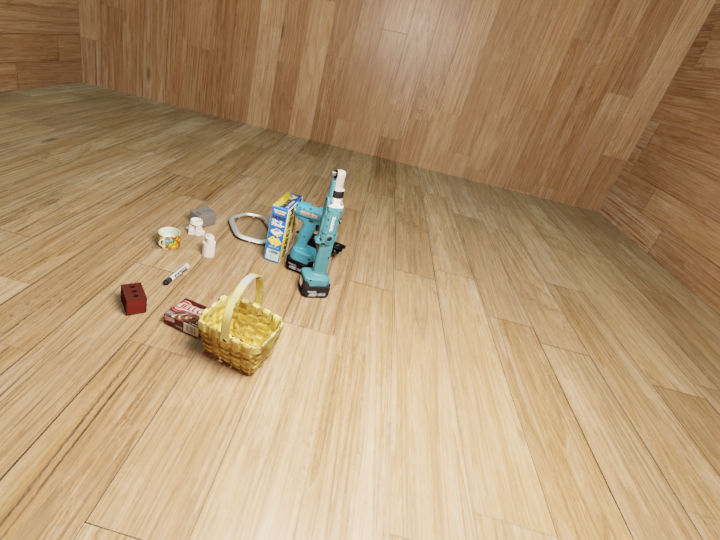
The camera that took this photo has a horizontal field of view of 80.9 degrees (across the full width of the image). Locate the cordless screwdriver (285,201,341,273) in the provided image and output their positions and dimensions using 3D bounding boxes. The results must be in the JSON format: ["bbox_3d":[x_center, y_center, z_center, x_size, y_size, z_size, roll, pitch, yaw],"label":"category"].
[{"bbox_3d":[-0.163,-0.103,1.440,0.162,0.245,0.074,20,28,8],"label":"cordless screwdriver"}]

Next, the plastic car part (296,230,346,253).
[{"bbox_3d":[-0.159,-0.104,1.631,0.211,0.066,0.065,26,30,22],"label":"plastic car part"}]

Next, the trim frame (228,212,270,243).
[{"bbox_3d":[-0.423,-0.169,1.677,0.177,0.027,0.262,-3,33,-28],"label":"trim frame"}]

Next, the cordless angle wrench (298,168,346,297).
[{"bbox_3d":[-0.105,-0.107,1.294,0.095,0.416,0.078,4,30,-22],"label":"cordless angle wrench"}]
